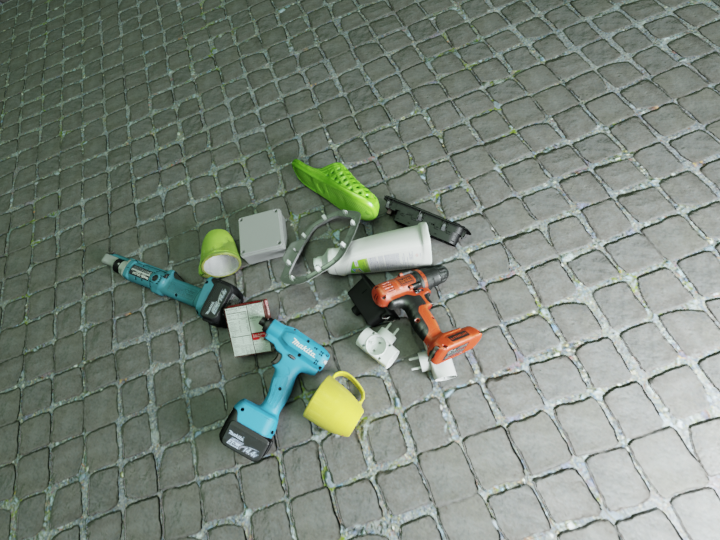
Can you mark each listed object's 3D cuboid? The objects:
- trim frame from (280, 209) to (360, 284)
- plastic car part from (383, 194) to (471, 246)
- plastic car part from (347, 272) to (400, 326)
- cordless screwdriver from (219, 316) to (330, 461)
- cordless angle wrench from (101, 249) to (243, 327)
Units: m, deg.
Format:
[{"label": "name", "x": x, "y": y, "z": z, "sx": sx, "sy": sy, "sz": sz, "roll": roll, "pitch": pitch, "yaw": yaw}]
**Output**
[{"label": "trim frame", "x": -0.091, "y": -0.059, "z": 0.929, "sx": 0.191, "sy": 0.026, "sz": 0.251, "roll": -15, "pitch": 38, "yaw": 33}, {"label": "plastic car part", "x": 0.140, "y": -0.105, "z": 0.937, "sx": 0.211, "sy": 0.063, "sz": 0.067, "roll": 22, "pitch": 81, "yaw": 22}, {"label": "plastic car part", "x": 0.017, "y": 0.072, "z": 0.887, "sx": 0.071, "sy": 0.062, "sz": 0.122, "roll": -44, "pitch": 59, "yaw": 6}, {"label": "cordless screwdriver", "x": -0.188, "y": 0.224, "z": 0.830, "sx": 0.160, "sy": 0.074, "sz": 0.248, "roll": 32, "pitch": 72, "yaw": 2}, {"label": "cordless angle wrench", "x": -0.482, "y": 0.027, "z": 1.028, "sx": 0.441, "sy": 0.071, "sz": 0.098, "roll": 16, "pitch": 70, "yaw": 23}]
